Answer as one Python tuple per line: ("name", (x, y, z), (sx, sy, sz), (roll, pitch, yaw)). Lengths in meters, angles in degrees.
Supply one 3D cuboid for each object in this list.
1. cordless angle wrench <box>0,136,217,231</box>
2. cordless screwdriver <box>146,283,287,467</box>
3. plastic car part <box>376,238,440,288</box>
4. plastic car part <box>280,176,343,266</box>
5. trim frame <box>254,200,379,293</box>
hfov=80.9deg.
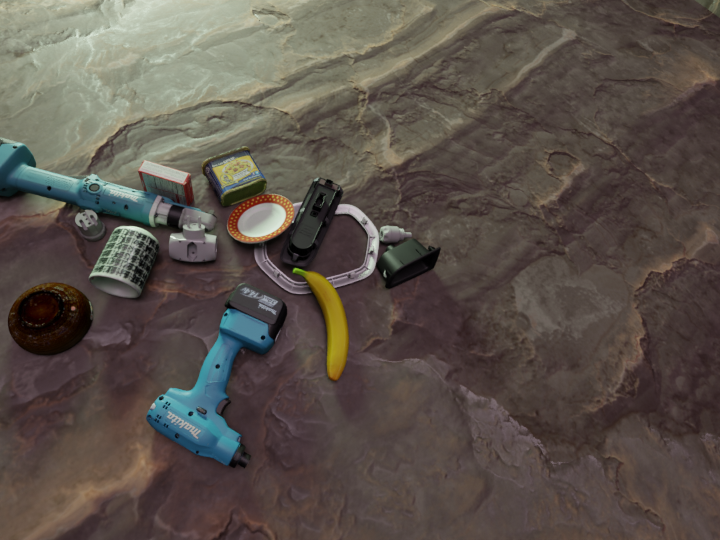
("cordless angle wrench", (-0.467, -0.134, 0.752), (0.419, 0.074, 0.100), (15, 62, -6))
("cordless screwdriver", (-0.188, 0.155, 0.649), (0.160, 0.073, 0.249), (27, 65, 3))
("plastic car part", (0.081, -0.022, 0.804), (0.114, 0.064, 0.074), (-22, 55, -18))
("plastic car part", (-0.085, -0.098, 0.784), (0.065, 0.067, 0.205), (25, 63, -8))
("trim frame", (-0.079, -0.051, 0.803), (0.243, 0.027, 0.190), (-14, 65, -15))
